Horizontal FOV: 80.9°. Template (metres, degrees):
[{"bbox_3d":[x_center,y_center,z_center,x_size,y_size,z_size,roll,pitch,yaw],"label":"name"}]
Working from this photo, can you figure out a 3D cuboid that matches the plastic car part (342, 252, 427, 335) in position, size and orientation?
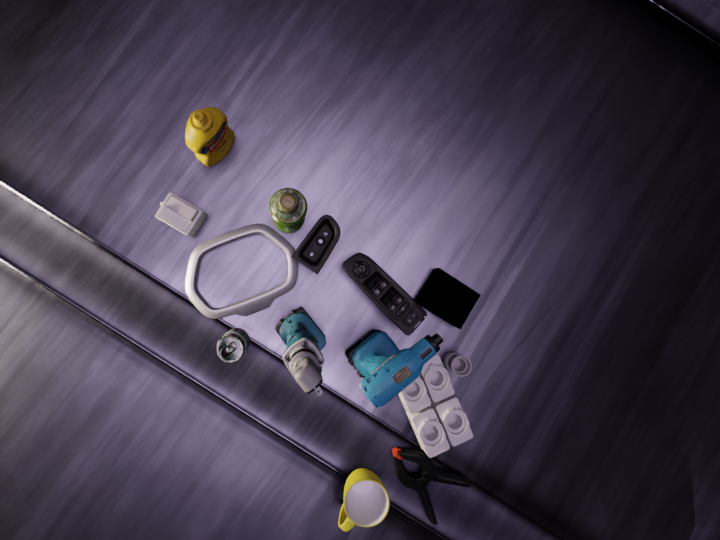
[{"bbox_3d":[0.045,0.043,0.903,0.066,0.067,0.203,-44,90,-6],"label":"plastic car part"}]

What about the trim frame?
[{"bbox_3d":[-0.255,0.004,0.907,0.247,0.027,0.185,-22,88,-5],"label":"trim frame"}]

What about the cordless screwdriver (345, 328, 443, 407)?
[{"bbox_3d":[0.057,0.162,0.803,0.158,0.251,0.074,-38,95,-7],"label":"cordless screwdriver"}]

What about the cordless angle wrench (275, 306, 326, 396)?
[{"bbox_3d":[-0.097,0.130,0.709,0.074,0.426,0.097,-39,95,-7],"label":"cordless angle wrench"}]

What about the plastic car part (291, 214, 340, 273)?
[{"bbox_3d":[-0.088,-0.058,0.900,0.066,0.071,0.116,34,84,-4],"label":"plastic car part"}]
